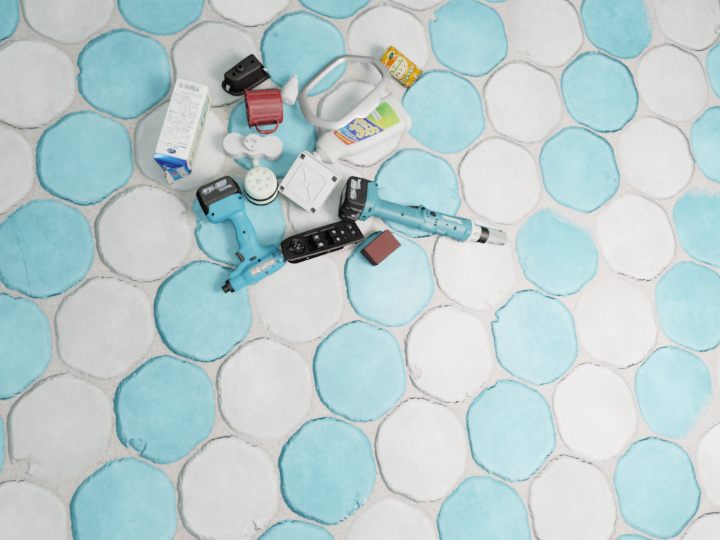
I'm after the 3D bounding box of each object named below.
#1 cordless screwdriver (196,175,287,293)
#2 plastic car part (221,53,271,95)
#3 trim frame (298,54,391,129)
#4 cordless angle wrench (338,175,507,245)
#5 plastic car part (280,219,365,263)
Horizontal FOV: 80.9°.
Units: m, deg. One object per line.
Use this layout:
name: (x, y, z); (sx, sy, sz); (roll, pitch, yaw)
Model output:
cordless screwdriver: (-0.296, -0.080, 0.969); (0.158, 0.075, 0.248); (-31, 91, -9)
plastic car part: (-0.282, -0.478, 1.021); (0.115, 0.071, 0.066); (-38, 90, -12)
trim frame: (-0.040, -0.439, 1.033); (0.192, 0.026, 0.247); (38, 76, 21)
cordless angle wrench: (0.159, -0.122, 1.014); (0.417, 0.074, 0.100); (14, 56, -8)
plastic car part: (-0.095, -0.062, 0.974); (0.196, 0.067, 0.068); (-18, 73, -30)
